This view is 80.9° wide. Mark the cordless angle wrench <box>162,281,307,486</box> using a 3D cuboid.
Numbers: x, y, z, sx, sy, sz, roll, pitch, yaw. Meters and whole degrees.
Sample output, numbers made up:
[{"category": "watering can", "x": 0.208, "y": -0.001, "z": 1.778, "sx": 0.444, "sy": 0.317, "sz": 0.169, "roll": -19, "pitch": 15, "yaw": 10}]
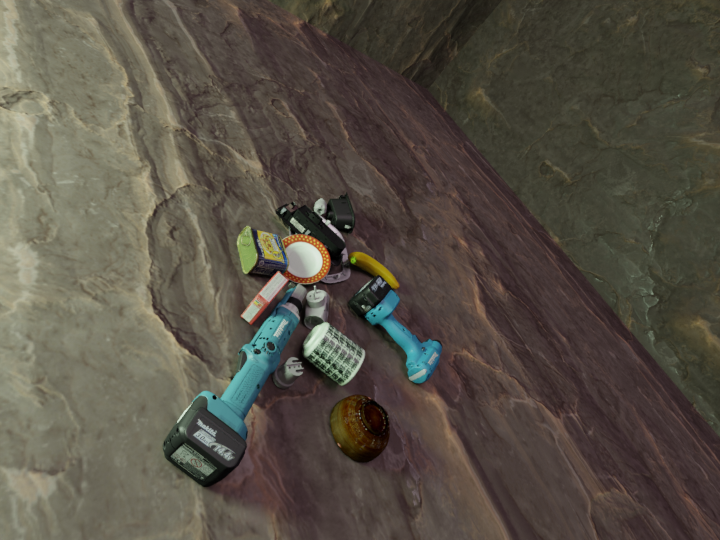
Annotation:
[{"category": "cordless angle wrench", "x": -0.168, "y": 0.142, "z": 0.718, "sx": 0.097, "sy": 0.075, "sz": 0.425, "roll": 38, "pitch": 31, "yaw": -9}]

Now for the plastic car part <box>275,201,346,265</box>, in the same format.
[{"category": "plastic car part", "x": -0.109, "y": -0.098, "z": 1.025, "sx": 0.204, "sy": 0.068, "sz": 0.065, "roll": 47, "pitch": 26, "yaw": 3}]

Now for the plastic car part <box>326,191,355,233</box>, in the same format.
[{"category": "plastic car part", "x": -0.063, "y": -0.161, "z": 1.192, "sx": 0.068, "sy": 0.066, "sz": 0.121, "roll": 4, "pitch": 51, "yaw": -24}]

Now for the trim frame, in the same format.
[{"category": "trim frame", "x": -0.104, "y": -0.068, "z": 1.065, "sx": 0.176, "sy": 0.028, "sz": 0.258, "roll": 19, "pitch": 41, "yaw": -29}]

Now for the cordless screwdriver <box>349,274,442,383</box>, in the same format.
[{"category": "cordless screwdriver", "x": 0.095, "y": 0.127, "z": 0.999, "sx": 0.252, "sy": 0.075, "sz": 0.155, "roll": 51, "pitch": 33, "yaw": 7}]
